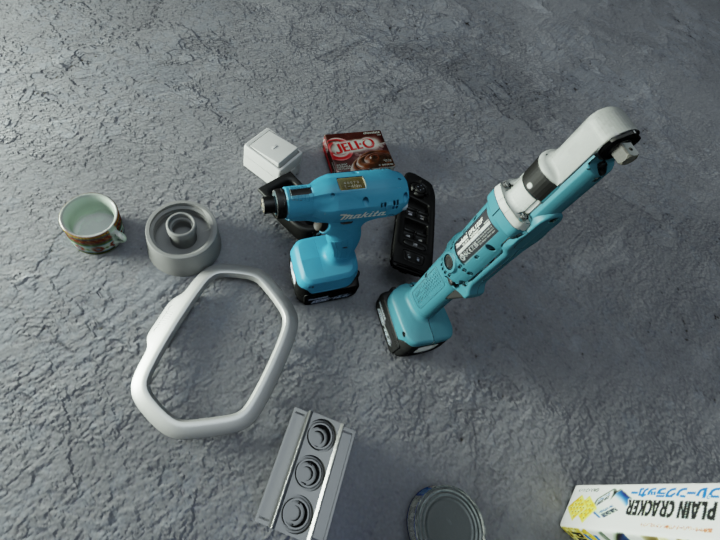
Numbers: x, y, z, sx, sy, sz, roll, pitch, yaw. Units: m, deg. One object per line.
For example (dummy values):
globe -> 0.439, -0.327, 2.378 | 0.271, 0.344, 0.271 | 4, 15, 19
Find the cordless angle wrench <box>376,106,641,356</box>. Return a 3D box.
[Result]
cordless angle wrench -> 0.119, -0.010, 0.459 | 0.072, 0.419, 0.101 | -7, 65, -20

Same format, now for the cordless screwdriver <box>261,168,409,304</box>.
cordless screwdriver -> -0.053, -0.035, 0.540 | 0.155, 0.247, 0.077 | -8, 66, -19

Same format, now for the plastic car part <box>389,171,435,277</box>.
plastic car part -> 0.084, -0.073, 0.694 | 0.066, 0.066, 0.206 | 15, 59, -6

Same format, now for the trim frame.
trim frame -> -0.189, 0.097, 0.565 | 0.185, 0.027, 0.251 | 21, 59, 1

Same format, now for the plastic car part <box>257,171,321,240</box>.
plastic car part -> -0.101, -0.086, 0.662 | 0.065, 0.070, 0.120 | -35, 73, -27
